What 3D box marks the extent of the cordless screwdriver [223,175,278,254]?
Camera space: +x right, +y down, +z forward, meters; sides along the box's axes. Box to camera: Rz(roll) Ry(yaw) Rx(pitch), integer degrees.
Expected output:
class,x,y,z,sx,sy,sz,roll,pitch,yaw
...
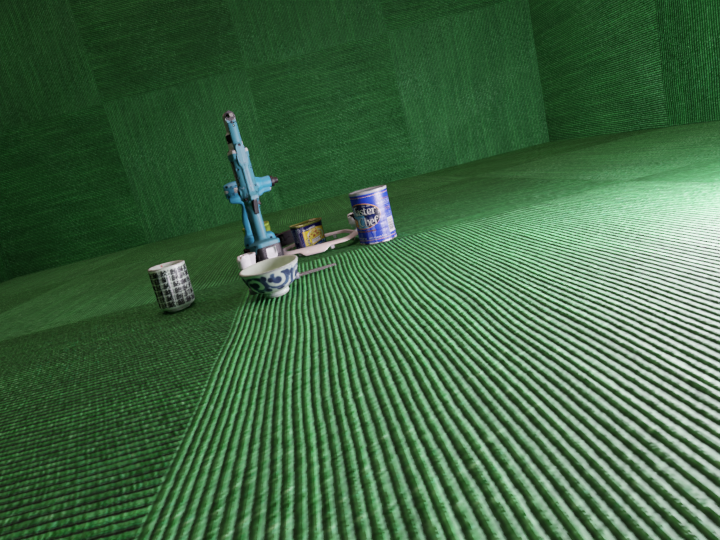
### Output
class,x,y,z,sx,sy,sz,roll,pitch,yaw
cordless screwdriver,-0.294,-0.152,1.244,0.156,0.245,0.077,-17,11,-17

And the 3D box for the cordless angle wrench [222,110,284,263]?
class,x,y,z,sx,sy,sz,roll,pitch,yaw
cordless angle wrench,-0.299,-0.211,1.131,0.072,0.416,0.102,-19,12,-29

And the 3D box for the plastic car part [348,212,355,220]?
class,x,y,z,sx,sy,sz,roll,pitch,yaw
plastic car part,0.024,-0.164,1.334,0.069,0.070,0.113,-5,16,37

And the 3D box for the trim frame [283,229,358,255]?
class,x,y,z,sx,sy,sz,roll,pitch,yaw
trim frame,-0.121,-0.079,1.242,0.252,0.027,0.185,-12,15,9

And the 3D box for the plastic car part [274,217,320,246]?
class,x,y,z,sx,sy,sz,roll,pitch,yaw
plastic car part,-0.221,-0.117,1.399,0.198,0.066,0.069,-20,14,-20
